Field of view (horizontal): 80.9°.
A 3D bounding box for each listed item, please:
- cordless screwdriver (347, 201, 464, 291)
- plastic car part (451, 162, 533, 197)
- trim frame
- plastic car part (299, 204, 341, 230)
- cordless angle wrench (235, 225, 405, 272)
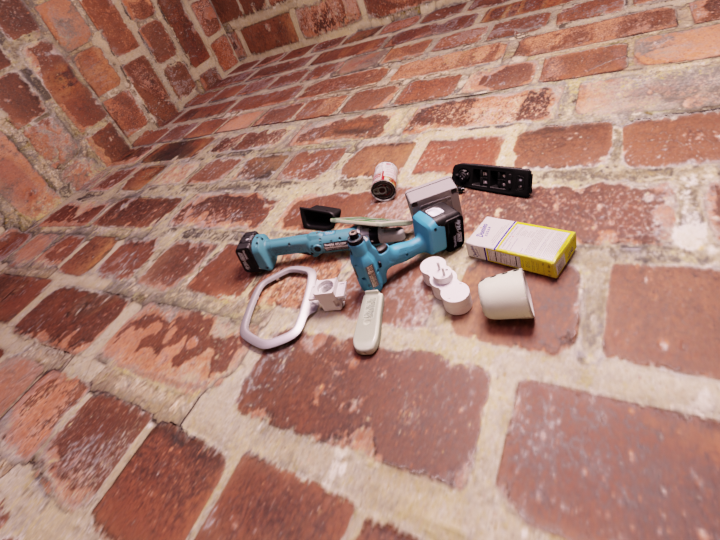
[{"bbox_3d":[0.091,-0.066,0.886,0.247,0.152,0.078,-29,38,-8],"label":"cordless screwdriver"},{"bbox_3d":[0.318,-0.230,1.021,0.214,0.064,0.066,17,44,41],"label":"plastic car part"},{"bbox_3d":[-0.183,0.078,0.974,0.189,0.026,0.253,-11,39,19],"label":"trim frame"},{"bbox_3d":[-0.101,-0.153,1.170,0.122,0.064,0.070,9,35,31],"label":"plastic car part"},{"bbox_3d":[-0.103,-0.067,1.048,0.434,0.094,0.075,-6,38,18],"label":"cordless angle wrench"}]
